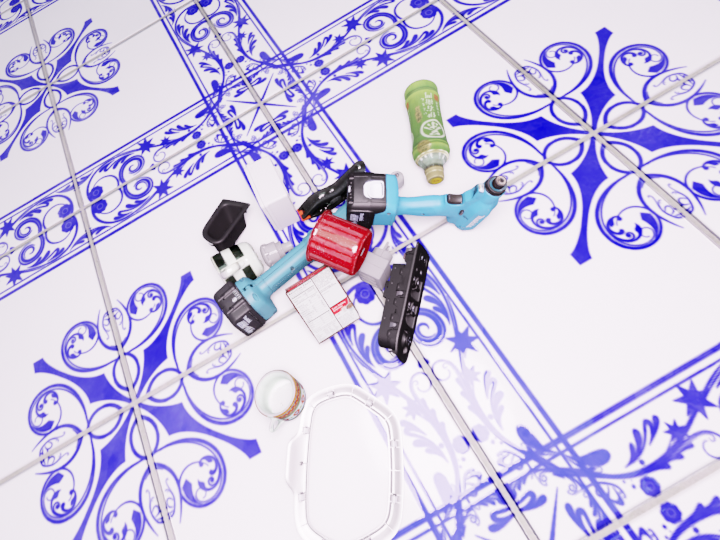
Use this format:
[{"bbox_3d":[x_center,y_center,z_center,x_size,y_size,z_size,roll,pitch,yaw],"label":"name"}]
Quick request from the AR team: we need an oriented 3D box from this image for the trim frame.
[{"bbox_3d":[-0.026,0.307,0.662,0.188,0.026,0.253,-3,69,14],"label":"trim frame"}]

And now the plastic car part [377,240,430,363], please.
[{"bbox_3d":[0.070,0.052,0.724,0.069,0.063,0.206,2,68,23],"label":"plastic car part"}]

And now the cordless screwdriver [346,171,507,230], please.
[{"bbox_3d":[0.101,-0.120,0.702,0.248,0.157,0.075,3,74,-3],"label":"cordless screwdriver"}]

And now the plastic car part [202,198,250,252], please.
[{"bbox_3d":[-0.270,-0.080,0.857,0.068,0.068,0.118,10,55,16],"label":"plastic car part"}]

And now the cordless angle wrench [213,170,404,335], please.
[{"bbox_3d":[-0.077,-0.051,0.791,0.421,0.094,0.078,-41,64,-8],"label":"cordless angle wrench"}]
